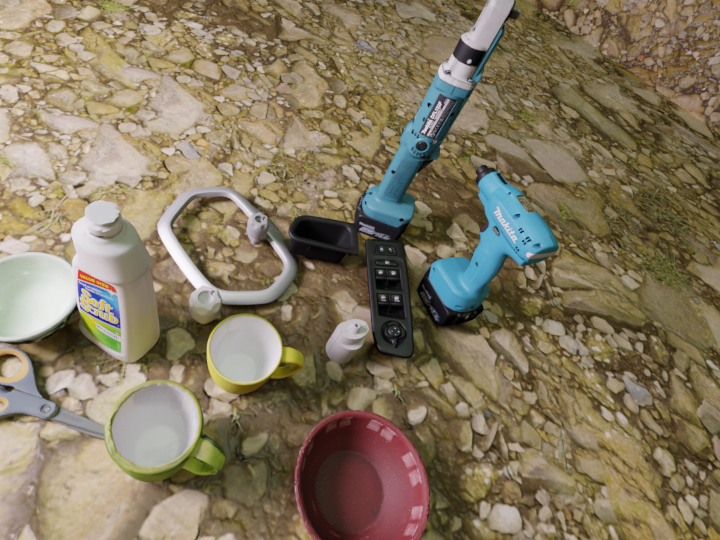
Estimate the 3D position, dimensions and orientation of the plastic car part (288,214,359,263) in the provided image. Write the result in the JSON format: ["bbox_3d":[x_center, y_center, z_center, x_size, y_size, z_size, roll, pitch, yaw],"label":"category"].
[{"bbox_3d":[-0.069,-0.045,0.702,0.114,0.070,0.068,9,52,-13],"label":"plastic car part"}]

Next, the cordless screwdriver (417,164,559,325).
[{"bbox_3d":[0.172,-0.029,0.654,0.072,0.247,0.166,-6,58,-26],"label":"cordless screwdriver"}]

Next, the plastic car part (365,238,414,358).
[{"bbox_3d":[0.039,0.046,0.669,0.065,0.066,0.210,7,51,-16],"label":"plastic car part"}]

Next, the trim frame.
[{"bbox_3d":[-0.211,-0.045,0.684,0.180,0.027,0.257,-31,67,-34],"label":"trim frame"}]

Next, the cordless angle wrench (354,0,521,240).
[{"bbox_3d":[0.098,-0.205,0.654,0.097,0.420,0.075,22,50,-7],"label":"cordless angle wrench"}]
